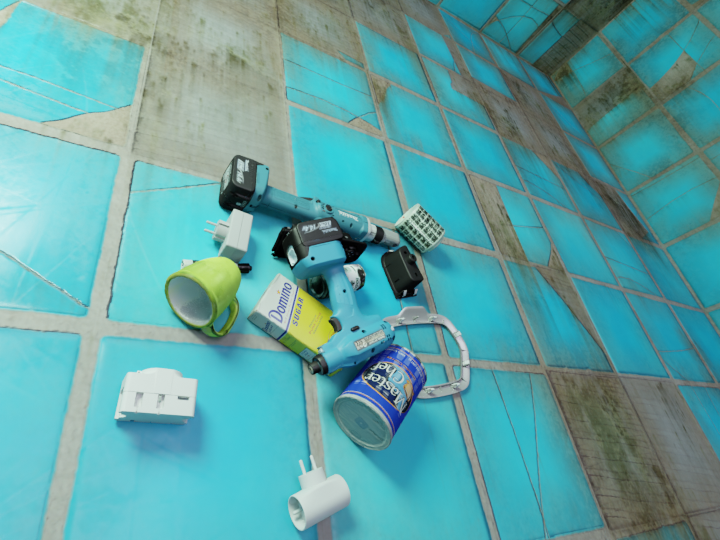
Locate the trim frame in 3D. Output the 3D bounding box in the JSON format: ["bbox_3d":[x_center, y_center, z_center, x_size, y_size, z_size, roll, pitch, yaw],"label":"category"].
[{"bbox_3d":[0.137,0.161,0.861,0.237,0.028,0.191,1,57,-33],"label":"trim frame"}]

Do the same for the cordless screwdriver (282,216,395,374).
[{"bbox_3d":[-0.060,0.040,0.709,0.154,0.075,0.254,-19,75,-31],"label":"cordless screwdriver"}]

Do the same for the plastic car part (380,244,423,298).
[{"bbox_3d":[0.096,-0.005,0.926,0.063,0.072,0.120,-3,64,-40],"label":"plastic car part"}]

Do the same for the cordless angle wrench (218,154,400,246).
[{"bbox_3d":[-0.082,-0.118,0.888,0.404,0.075,0.101,17,51,-28],"label":"cordless angle wrench"}]

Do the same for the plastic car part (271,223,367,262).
[{"bbox_3d":[-0.083,-0.054,0.848,0.194,0.066,0.070,9,29,-30],"label":"plastic car part"}]
